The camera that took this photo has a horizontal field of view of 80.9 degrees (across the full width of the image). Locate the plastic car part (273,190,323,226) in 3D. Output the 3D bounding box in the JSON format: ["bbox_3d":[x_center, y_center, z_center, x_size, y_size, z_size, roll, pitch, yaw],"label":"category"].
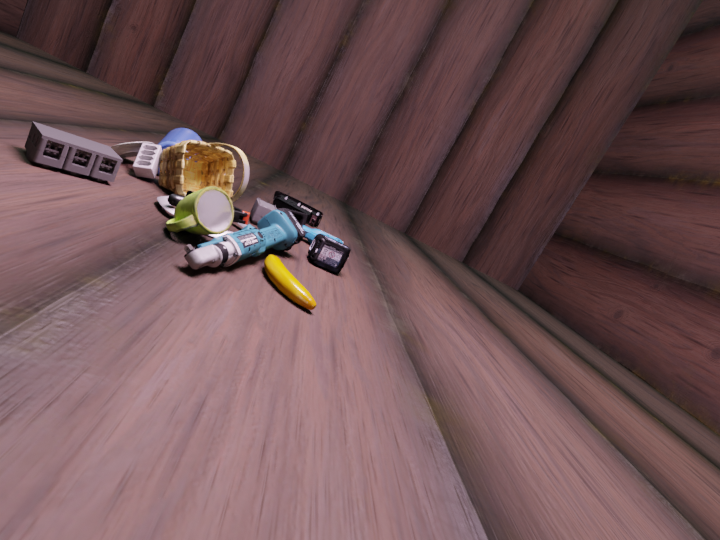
[{"bbox_3d":[-0.245,-0.224,1.571,0.207,0.066,0.066,31,38,9],"label":"plastic car part"}]

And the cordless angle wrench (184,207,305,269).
[{"bbox_3d":[-0.224,-0.059,0.862,0.098,0.075,0.418,54,17,-4],"label":"cordless angle wrench"}]

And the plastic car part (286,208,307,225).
[{"bbox_3d":[-0.237,-0.164,1.344,0.110,0.066,0.075,13,4,-41],"label":"plastic car part"}]

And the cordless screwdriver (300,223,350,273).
[{"bbox_3d":[-0.116,-0.076,1.188,0.156,0.074,0.254,25,8,-12],"label":"cordless screwdriver"}]

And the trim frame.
[{"bbox_3d":[-0.344,-0.115,0.970,0.237,0.027,0.193,23,12,-28],"label":"trim frame"}]
